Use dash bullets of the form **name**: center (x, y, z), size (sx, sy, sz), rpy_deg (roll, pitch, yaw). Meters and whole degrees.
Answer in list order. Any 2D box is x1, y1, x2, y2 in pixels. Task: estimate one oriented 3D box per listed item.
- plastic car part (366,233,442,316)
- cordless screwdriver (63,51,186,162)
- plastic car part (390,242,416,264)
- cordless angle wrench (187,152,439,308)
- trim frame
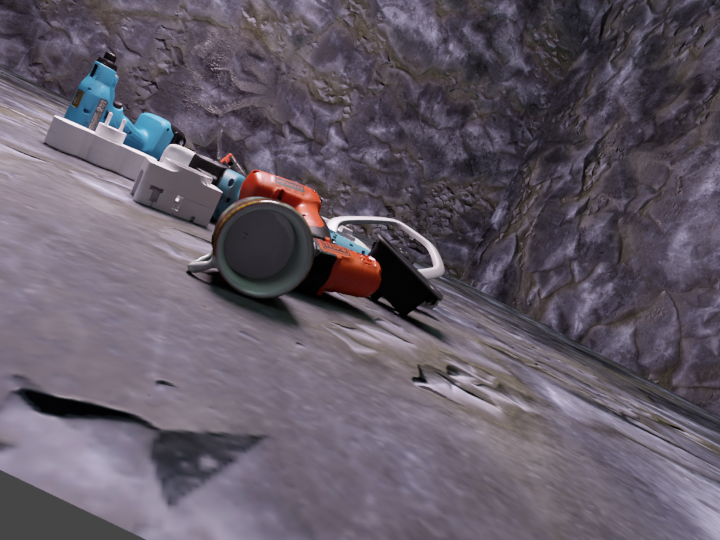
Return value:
- **plastic car part**: center (0.044, 0.015, 0.562), size (0.119, 0.071, 0.064), rpy_deg (43, 8, 11)
- **cordless screwdriver**: center (-0.435, -0.292, 0.810), size (0.076, 0.159, 0.242), rpy_deg (27, 4, 11)
- **plastic car part**: center (0.064, -0.011, 0.859), size (0.067, 0.067, 0.200), rpy_deg (39, 12, 4)
- **cordless angle wrench**: center (-0.062, -0.040, 0.630), size (0.414, 0.074, 0.100), rpy_deg (27, 6, -11)
- **trim frame**: center (0.043, -0.037, 0.766), size (0.238, 0.027, 0.194), rpy_deg (-2, 44, -33)
